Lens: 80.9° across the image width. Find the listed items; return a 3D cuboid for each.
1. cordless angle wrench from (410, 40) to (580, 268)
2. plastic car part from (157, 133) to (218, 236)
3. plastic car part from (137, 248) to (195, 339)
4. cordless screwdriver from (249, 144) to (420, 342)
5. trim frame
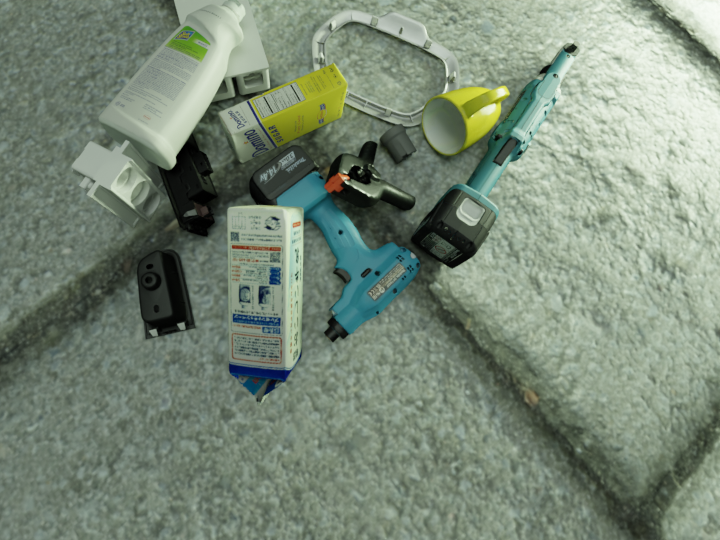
[{"bbox_3d":[0.222,-0.193,0.626,0.075,0.097,0.422,35,73,1],"label":"cordless angle wrench"},{"bbox_3d":[-0.247,-0.150,0.585,0.068,0.064,0.208,-33,76,15],"label":"plastic car part"},{"bbox_3d":[-0.263,0.025,0.549,0.065,0.071,0.118,-13,82,-10],"label":"plastic car part"},{"bbox_3d":[-0.056,-0.037,0.576,0.158,0.074,0.250,-44,87,-10],"label":"cordless screwdriver"},{"bbox_3d":[0.040,-0.330,0.674,0.251,0.027,0.185,25,75,5],"label":"trim frame"}]
